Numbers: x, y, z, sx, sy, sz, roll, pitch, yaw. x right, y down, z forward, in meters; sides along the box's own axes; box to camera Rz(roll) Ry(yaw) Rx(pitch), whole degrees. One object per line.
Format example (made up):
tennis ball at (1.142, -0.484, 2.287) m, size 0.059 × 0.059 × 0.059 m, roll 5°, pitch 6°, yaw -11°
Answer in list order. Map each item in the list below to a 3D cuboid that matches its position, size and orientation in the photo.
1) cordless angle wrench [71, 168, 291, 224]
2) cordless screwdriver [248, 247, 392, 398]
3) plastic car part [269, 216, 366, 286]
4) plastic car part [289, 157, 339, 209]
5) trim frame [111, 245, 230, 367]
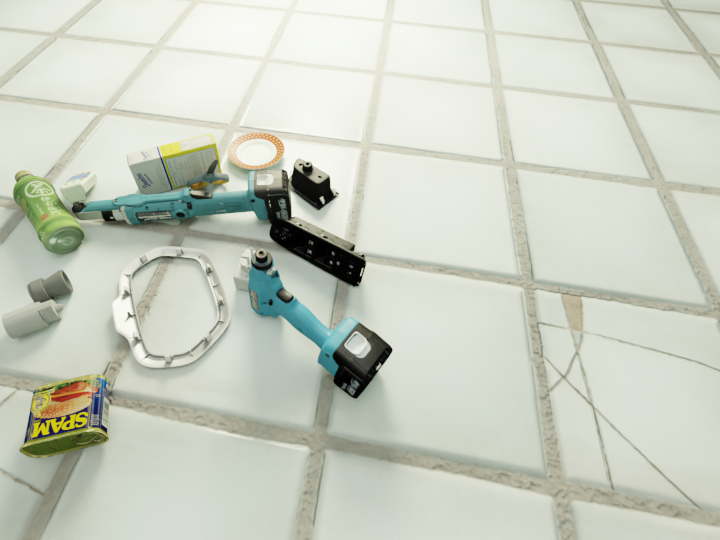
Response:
cordless angle wrench at (-0.349, -0.130, 0.831) m, size 0.423 × 0.094 × 0.077 m, roll -5°, pitch 54°, yaw 0°
cordless screwdriver at (-0.073, 0.072, 0.639) m, size 0.258 × 0.155 × 0.073 m, roll 35°, pitch 58°, yaw 18°
plastic car part at (-0.077, -0.050, 0.789) m, size 0.209 × 0.065 × 0.067 m, roll 24°, pitch 46°, yaw 15°
plastic car part at (-0.107, -0.194, 0.890) m, size 0.121 × 0.069 × 0.065 m, roll 38°, pitch 58°, yaw 19°
trim frame at (-0.328, 0.050, 0.728) m, size 0.181 × 0.027 × 0.260 m, roll -21°, pitch 58°, yaw -15°
